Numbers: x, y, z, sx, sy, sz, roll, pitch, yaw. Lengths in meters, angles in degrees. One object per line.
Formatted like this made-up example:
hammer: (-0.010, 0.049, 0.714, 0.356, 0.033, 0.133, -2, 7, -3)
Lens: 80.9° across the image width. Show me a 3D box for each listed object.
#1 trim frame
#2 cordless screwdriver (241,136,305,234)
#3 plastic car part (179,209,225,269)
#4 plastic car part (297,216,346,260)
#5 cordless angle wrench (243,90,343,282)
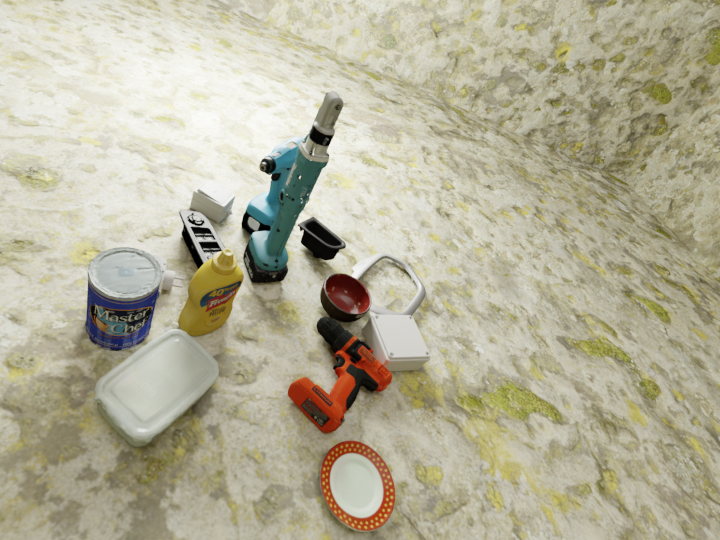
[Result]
trim frame: (0.066, 0.034, 1.040, 0.188, 0.027, 0.244, 36, 39, 10)
cordless screwdriver: (-0.200, -0.171, 0.934, 0.075, 0.248, 0.158, 35, 39, 3)
plastic car part: (-0.321, -0.047, 0.870, 0.063, 0.067, 0.213, -8, 51, -38)
plastic car part: (-0.100, -0.065, 1.018, 0.120, 0.070, 0.064, 41, 40, 14)
cordless angle wrench: (-0.127, -0.140, 0.803, 0.071, 0.422, 0.102, -1, 49, -35)
